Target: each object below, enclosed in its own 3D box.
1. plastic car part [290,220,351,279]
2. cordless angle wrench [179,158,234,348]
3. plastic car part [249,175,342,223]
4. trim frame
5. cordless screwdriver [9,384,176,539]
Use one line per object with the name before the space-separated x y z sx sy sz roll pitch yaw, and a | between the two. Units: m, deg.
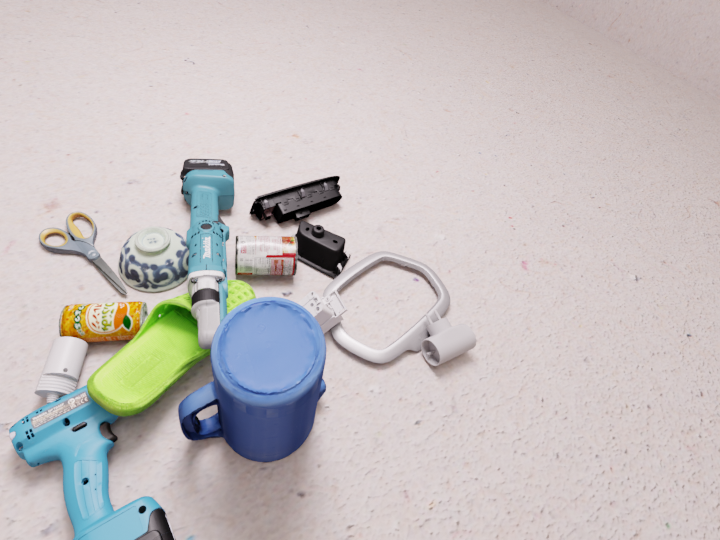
plastic car part | -0.074 -0.048 0.758 0.118 0.070 0.066 27 48 6
cordless angle wrench | -0.239 -0.048 0.663 0.095 0.073 0.443 -3 40 -18
plastic car part | -0.113 -0.138 0.831 0.198 0.066 0.069 -28 72 -31
trim frame | 0.047 0.055 0.725 0.192 0.027 0.243 39 52 22
cordless screwdriver | -0.273 0.233 0.477 0.155 0.073 0.261 -27 57 -31
